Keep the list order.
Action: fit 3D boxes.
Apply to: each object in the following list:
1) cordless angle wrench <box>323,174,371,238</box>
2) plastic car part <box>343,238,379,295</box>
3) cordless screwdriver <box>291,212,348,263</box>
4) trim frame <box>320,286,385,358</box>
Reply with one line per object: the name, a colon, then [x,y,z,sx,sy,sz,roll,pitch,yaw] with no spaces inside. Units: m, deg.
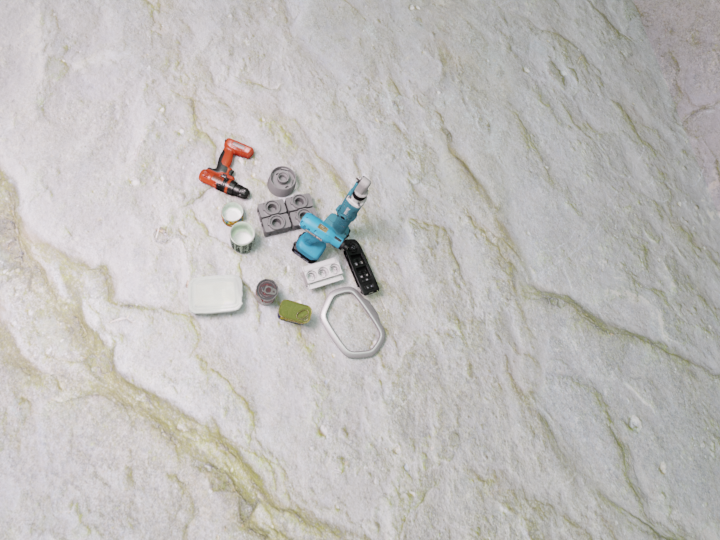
cordless angle wrench: [-0.040,-0.179,1.289,0.098,0.424,0.074,41,69,-3]
plastic car part: [-0.007,-0.012,1.431,0.065,0.067,0.207,-17,77,-18]
cordless screwdriver: [-0.131,-0.085,1.335,0.159,0.249,0.074,35,69,-3]
trim frame: [-0.024,0.171,1.390,0.181,0.027,0.252,-34,81,-19]
